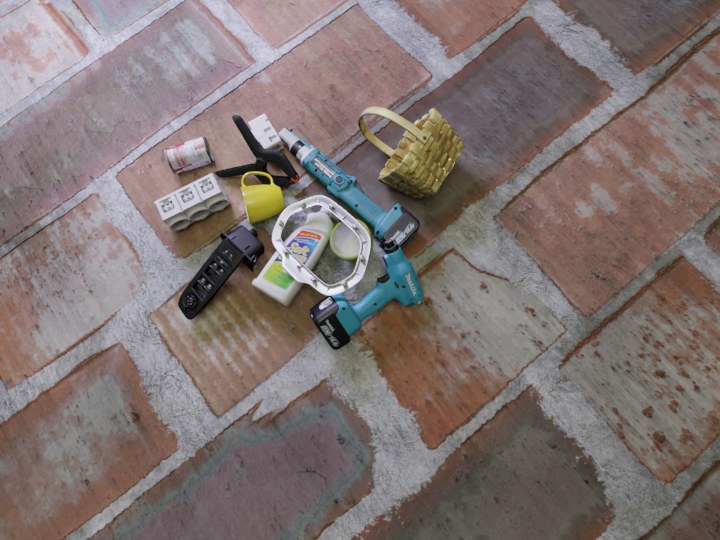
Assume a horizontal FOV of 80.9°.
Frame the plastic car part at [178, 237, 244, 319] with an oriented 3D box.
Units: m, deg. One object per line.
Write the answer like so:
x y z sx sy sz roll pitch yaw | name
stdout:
-0.342 0.021 0.970 0.067 0.066 0.203 41 93 3 | plastic car part

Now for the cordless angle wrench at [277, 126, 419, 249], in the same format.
-0.048 -0.209 1.020 0.434 0.072 0.097 42 81 14 | cordless angle wrench

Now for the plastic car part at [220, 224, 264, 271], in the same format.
-0.273 -0.067 1.007 0.070 0.065 0.120 -38 75 -22 | plastic car part

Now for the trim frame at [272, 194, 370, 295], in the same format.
-0.090 -0.059 0.924 0.259 0.026 0.184 43 93 22 | trim frame

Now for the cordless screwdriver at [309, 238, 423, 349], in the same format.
0.007 0.050 0.923 0.247 0.077 0.154 -29 109 -6 | cordless screwdriver
